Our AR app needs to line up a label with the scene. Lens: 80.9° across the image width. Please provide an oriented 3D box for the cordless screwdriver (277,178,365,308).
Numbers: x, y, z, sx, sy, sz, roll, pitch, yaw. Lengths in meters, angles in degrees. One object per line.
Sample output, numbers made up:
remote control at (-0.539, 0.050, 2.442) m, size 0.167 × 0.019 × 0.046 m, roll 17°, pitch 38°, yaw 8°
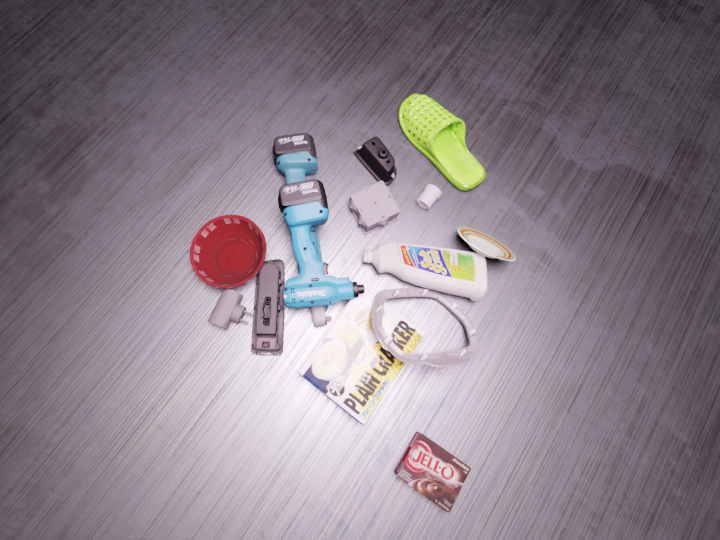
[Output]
cordless screwdriver at (-0.083, -0.054, 0.846) m, size 0.159 × 0.074 × 0.251 m, roll -6°, pitch 82°, yaw -1°

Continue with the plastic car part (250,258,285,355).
plastic car part at (-0.193, 0.069, 0.876) m, size 0.067 × 0.065 × 0.207 m, roll -1°, pitch 71°, yaw 3°

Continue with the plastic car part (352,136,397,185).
plastic car part at (0.044, -0.260, 0.969) m, size 0.065 × 0.069 × 0.120 m, roll -34°, pitch 75°, yaw -10°

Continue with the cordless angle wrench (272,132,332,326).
cordless angle wrench at (-0.120, -0.091, 0.919) m, size 0.097 × 0.073 × 0.431 m, roll -9°, pitch 76°, yaw -5°

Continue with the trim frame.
trim frame at (0.129, 0.106, 0.824) m, size 0.238 × 0.027 × 0.193 m, roll 2°, pitch 47°, yaw -30°
